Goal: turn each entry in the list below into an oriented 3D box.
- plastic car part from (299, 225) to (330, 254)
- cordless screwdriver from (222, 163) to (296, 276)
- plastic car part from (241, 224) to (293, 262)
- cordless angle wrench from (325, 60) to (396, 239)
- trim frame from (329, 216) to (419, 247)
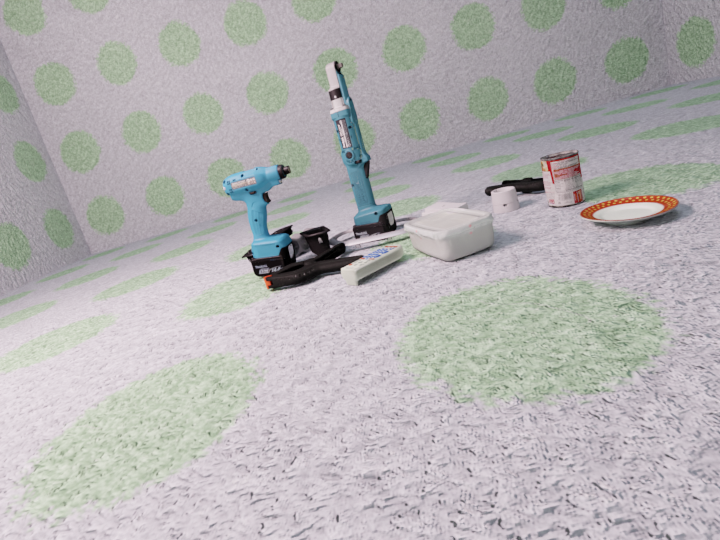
[{"bbox_3d":[-0.099,-0.065,1.009,0.065,0.069,0.120,-19,16,-10],"label":"plastic car part"},{"bbox_3d":[-0.207,-0.117,0.977,0.163,0.244,0.074,-12,13,16],"label":"cordless screwdriver"},{"bbox_3d":[-0.247,-0.061,1.144,0.069,0.065,0.200,-9,18,27],"label":"plastic car part"},{"bbox_3d":[-0.014,-0.277,1.007,0.102,0.415,0.073,-8,15,31],"label":"cordless angle wrench"},{"bbox_3d":[0.036,-0.093,1.044,0.253,0.027,0.185,-13,17,11],"label":"trim frame"}]
